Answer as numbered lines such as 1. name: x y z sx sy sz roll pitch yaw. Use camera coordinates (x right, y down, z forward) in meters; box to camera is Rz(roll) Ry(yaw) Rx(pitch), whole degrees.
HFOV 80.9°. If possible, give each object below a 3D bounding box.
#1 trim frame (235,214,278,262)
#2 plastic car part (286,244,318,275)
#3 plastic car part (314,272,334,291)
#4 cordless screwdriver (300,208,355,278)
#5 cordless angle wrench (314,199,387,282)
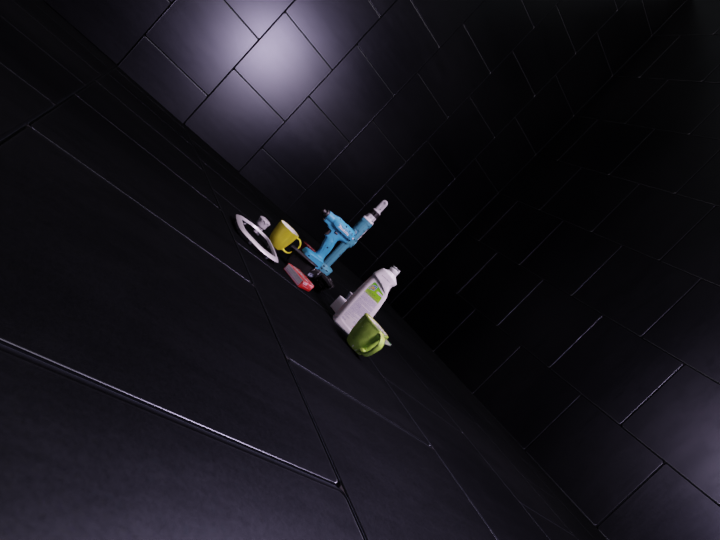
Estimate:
1. trim frame: -0.329 -0.101 1.350 0.176 0.027 0.260 42 3 -30
2. plastic car part: -0.212 -0.026 1.465 0.117 0.071 0.065 44 3 2
3. plastic car part: -0.131 0.049 1.536 0.067 0.067 0.201 44 3 1
4. cordless screwdriver: -0.154 -0.101 1.575 0.153 0.249 0.077 42 4 -23
5. cordless angle wrench: -0.043 -0.122 1.683 0.075 0.423 0.097 44 4 2
